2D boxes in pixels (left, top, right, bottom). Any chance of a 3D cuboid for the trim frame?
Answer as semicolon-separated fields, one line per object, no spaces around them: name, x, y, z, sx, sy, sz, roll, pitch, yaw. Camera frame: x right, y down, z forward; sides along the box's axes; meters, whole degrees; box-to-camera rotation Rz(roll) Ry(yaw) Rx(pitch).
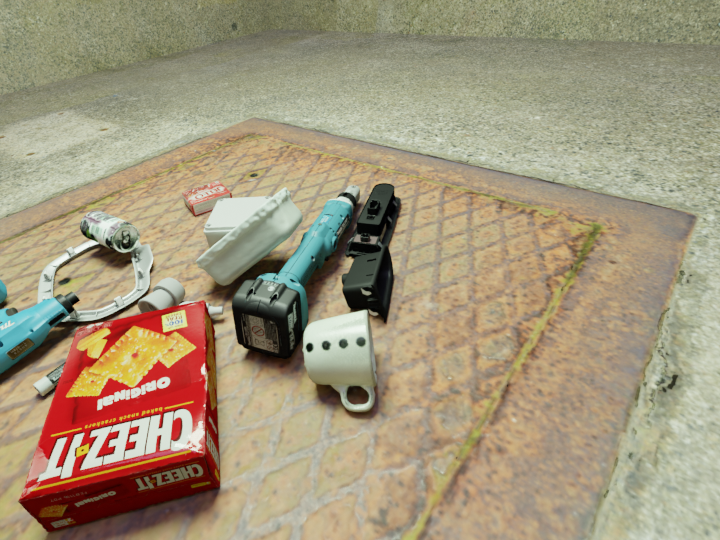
trim frame;-0.447;0.003;0.718;0.180;0.026;0.263;-21;38;-21

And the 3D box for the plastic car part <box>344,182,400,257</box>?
plastic car part;0.026;-0.100;0.762;0.068;0.064;0.204;1;34;18

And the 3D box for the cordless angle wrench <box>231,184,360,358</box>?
cordless angle wrench;-0.066;-0.043;0.678;0.076;0.095;0.424;10;36;12

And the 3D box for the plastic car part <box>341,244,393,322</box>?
plastic car part;0.006;0.015;0.618;0.073;0.063;0.118;-10;32;17

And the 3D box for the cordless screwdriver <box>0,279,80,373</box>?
cordless screwdriver;-0.540;0.048;0.625;0.261;0.071;0.157;24;53;29
